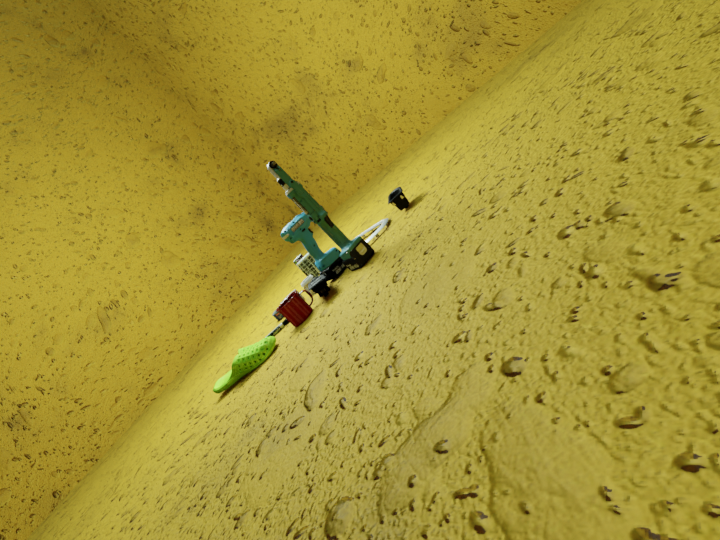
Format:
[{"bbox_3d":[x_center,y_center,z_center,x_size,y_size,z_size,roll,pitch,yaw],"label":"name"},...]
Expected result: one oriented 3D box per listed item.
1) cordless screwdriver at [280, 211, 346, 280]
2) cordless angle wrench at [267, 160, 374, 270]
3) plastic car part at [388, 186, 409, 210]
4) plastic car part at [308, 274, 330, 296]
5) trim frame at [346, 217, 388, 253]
[{"bbox_3d":[-0.144,-0.094,1.468,0.158,0.246,0.076,-49,8,-31],"label":"cordless screwdriver"},{"bbox_3d":[-0.134,-0.176,1.303,0.074,0.418,0.100,-47,7,-26],"label":"cordless angle wrench"},{"bbox_3d":[0.139,-0.244,1.470,0.066,0.070,0.117,-41,11,17],"label":"plastic car part"},{"bbox_3d":[-0.129,0.050,1.368,0.066,0.066,0.207,-45,12,-4],"label":"plastic car part"},{"bbox_3d":[0.012,-0.114,1.549,0.254,0.027,0.183,-32,17,45],"label":"trim frame"}]
